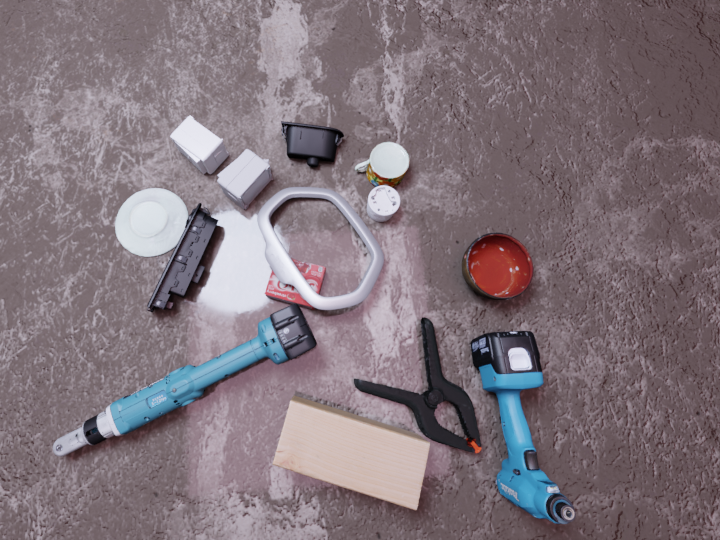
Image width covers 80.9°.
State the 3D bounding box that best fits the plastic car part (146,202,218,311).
[{"bbox_3d":[-0.295,-0.021,0.717,0.066,0.067,0.204,18,75,-9],"label":"plastic car part"}]

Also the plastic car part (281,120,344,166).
[{"bbox_3d":[-0.092,-0.229,0.781,0.116,0.066,0.071,9,91,-3],"label":"plastic car part"}]

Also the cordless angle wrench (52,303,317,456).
[{"bbox_3d":[-0.272,0.178,0.653,0.421,0.097,0.075,-26,84,-4],"label":"cordless angle wrench"}]

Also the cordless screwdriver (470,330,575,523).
[{"bbox_3d":[0.235,0.215,0.613,0.074,0.157,0.253,-3,74,-6],"label":"cordless screwdriver"}]

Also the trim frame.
[{"bbox_3d":[-0.071,-0.046,0.724,0.181,0.027,0.256,-29,71,-21],"label":"trim frame"}]
